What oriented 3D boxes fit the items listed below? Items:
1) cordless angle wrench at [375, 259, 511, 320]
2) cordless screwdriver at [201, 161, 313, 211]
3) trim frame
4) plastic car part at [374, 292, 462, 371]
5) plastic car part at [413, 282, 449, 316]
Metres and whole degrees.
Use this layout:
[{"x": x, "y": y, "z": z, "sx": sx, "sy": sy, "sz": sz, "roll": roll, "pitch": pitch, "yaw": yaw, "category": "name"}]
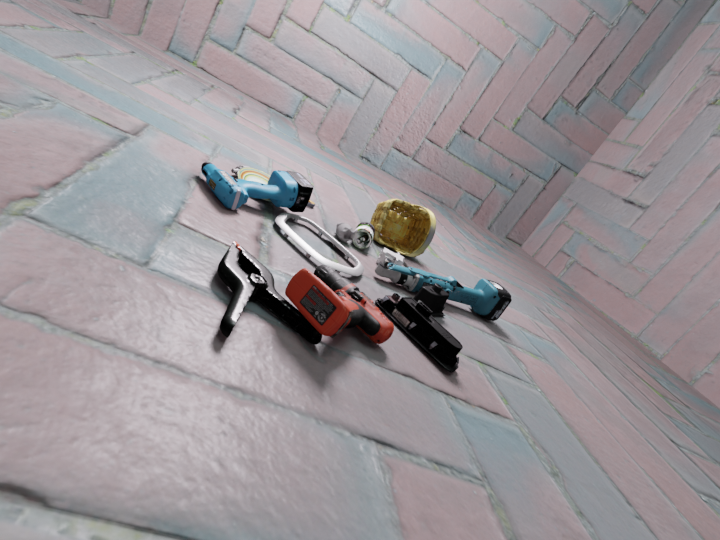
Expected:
[{"x": 0.210, "y": 0.043, "z": 1.089, "sx": 0.404, "sy": 0.097, "sz": 0.078, "roll": 15, "pitch": 25, "yaw": -28, "category": "cordless angle wrench"}, {"x": -0.244, "y": -0.203, "z": 0.997, "sx": 0.238, "sy": 0.074, "sz": 0.168, "roll": -7, "pitch": 41, "yaw": -45, "category": "cordless screwdriver"}, {"x": -0.095, "y": -0.062, "z": 0.972, "sx": 0.260, "sy": 0.027, "sz": 0.176, "roll": 38, "pitch": 21, "yaw": 25, "category": "trim frame"}, {"x": 0.122, "y": 0.109, "z": 0.825, "sx": 0.063, "sy": 0.067, "sz": 0.214, "roll": 19, "pitch": 24, "yaw": -53, "category": "plastic car part"}, {"x": 0.166, "y": 0.063, "z": 0.982, "sx": 0.069, "sy": 0.071, "sz": 0.110, "roll": 42, "pitch": 19, "yaw": 31, "category": "plastic car part"}]
